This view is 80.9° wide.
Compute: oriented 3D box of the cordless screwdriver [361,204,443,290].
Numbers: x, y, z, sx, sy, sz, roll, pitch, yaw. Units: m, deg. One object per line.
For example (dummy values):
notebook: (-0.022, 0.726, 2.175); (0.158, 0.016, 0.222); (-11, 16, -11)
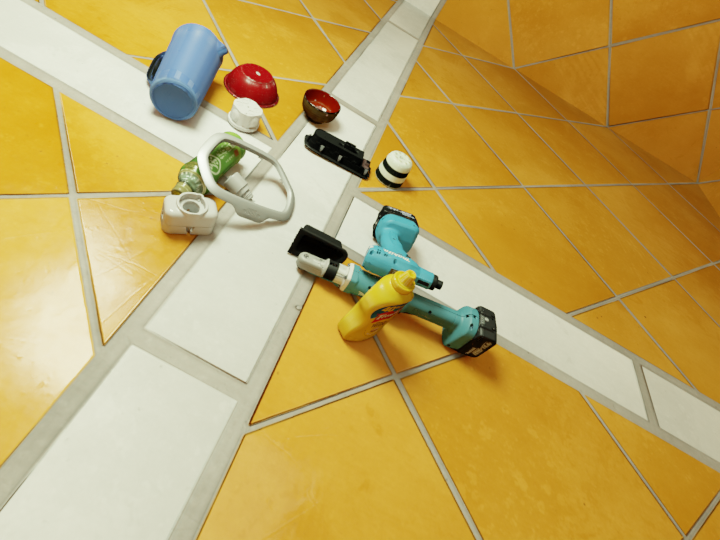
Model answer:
cordless screwdriver: (0.094, -0.047, 0.907); (0.159, 0.073, 0.252); (20, 29, -3)

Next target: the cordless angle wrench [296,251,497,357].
cordless angle wrench: (0.069, 0.055, 0.854); (0.418, 0.097, 0.075); (23, 48, -6)

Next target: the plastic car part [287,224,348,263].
plastic car part: (-0.087, -0.057, 0.887); (0.113, 0.066, 0.073); (22, 31, -18)

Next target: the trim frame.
trim frame: (-0.231, -0.190, 0.882); (0.235, 0.028, 0.189); (19, 53, -47)

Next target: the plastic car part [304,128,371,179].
plastic car part: (-0.056, -0.319, 1.131); (0.200, 0.067, 0.067); (23, 52, -7)
